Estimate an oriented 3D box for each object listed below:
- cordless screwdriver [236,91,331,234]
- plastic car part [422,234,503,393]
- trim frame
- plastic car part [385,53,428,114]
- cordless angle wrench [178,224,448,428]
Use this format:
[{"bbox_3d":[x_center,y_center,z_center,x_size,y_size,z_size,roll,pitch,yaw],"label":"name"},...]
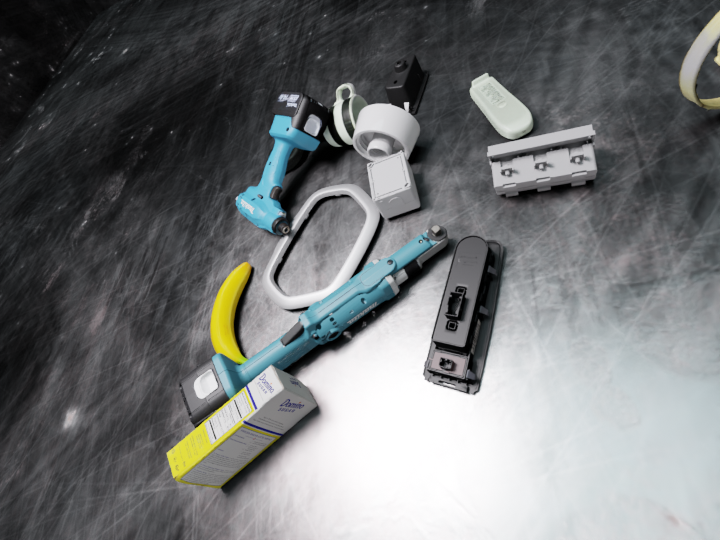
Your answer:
[{"bbox_3d":[-0.134,-0.191,0.767,0.169,0.070,0.248,34,101,44],"label":"cordless screwdriver"},{"bbox_3d":[0.125,0.038,0.523,0.069,0.063,0.204,2,59,38],"label":"plastic car part"},{"bbox_3d":[-0.069,-0.045,0.708,0.194,0.026,0.249,15,71,35],"label":"trim frame"},{"bbox_3d":[0.081,-0.357,0.795,0.069,0.067,0.117,8,68,31],"label":"plastic car part"},{"bbox_3d":[-0.052,0.070,0.590,0.423,0.093,0.078,-36,58,-1],"label":"cordless angle wrench"}]
